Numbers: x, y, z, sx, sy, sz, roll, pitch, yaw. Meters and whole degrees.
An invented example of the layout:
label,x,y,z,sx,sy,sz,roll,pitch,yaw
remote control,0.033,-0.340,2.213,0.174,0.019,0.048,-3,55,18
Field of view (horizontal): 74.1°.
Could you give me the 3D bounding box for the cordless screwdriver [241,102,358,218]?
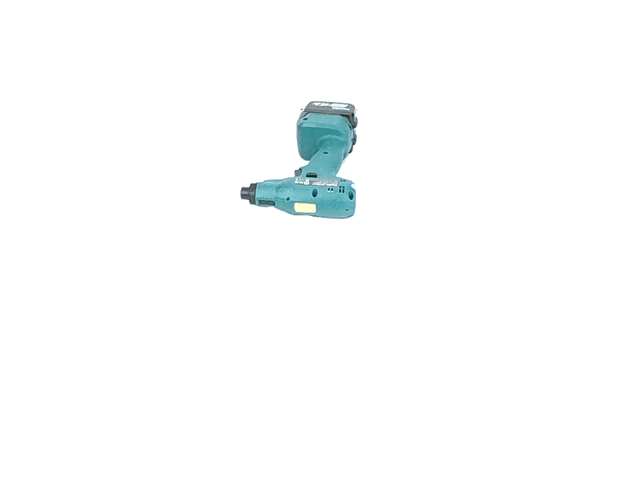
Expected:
label,x,y,z,sx,sy,sz,roll,pitch,yaw
cordless screwdriver,-0.019,-0.127,0.656,0.159,0.074,0.248,4,43,5
